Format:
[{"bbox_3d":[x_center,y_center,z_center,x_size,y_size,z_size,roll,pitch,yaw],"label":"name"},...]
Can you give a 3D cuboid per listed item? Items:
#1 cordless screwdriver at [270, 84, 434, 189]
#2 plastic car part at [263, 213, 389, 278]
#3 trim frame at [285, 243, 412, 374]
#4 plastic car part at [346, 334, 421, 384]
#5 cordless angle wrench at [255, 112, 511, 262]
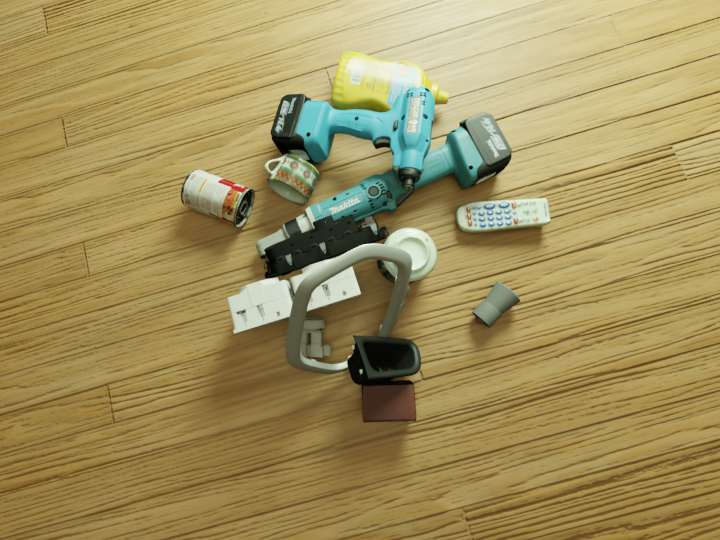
[{"bbox_3d":[-0.016,-0.204,0.664,0.257,0.071,0.161,4,74,19],"label":"cordless screwdriver"},{"bbox_3d":[-0.063,-0.041,0.642,0.205,0.068,0.065,-24,109,8],"label":"plastic car part"},{"bbox_3d":[-0.014,0.062,0.587,0.179,0.243,0.029,-5,38,-22],"label":"trim frame"},{"bbox_3d":[0.028,0.140,0.623,0.071,0.111,0.069,-47,48,36],"label":"plastic car part"},{"bbox_3d":[0.023,-0.120,0.686,0.424,0.073,0.099,-24,82,3],"label":"cordless angle wrench"}]
